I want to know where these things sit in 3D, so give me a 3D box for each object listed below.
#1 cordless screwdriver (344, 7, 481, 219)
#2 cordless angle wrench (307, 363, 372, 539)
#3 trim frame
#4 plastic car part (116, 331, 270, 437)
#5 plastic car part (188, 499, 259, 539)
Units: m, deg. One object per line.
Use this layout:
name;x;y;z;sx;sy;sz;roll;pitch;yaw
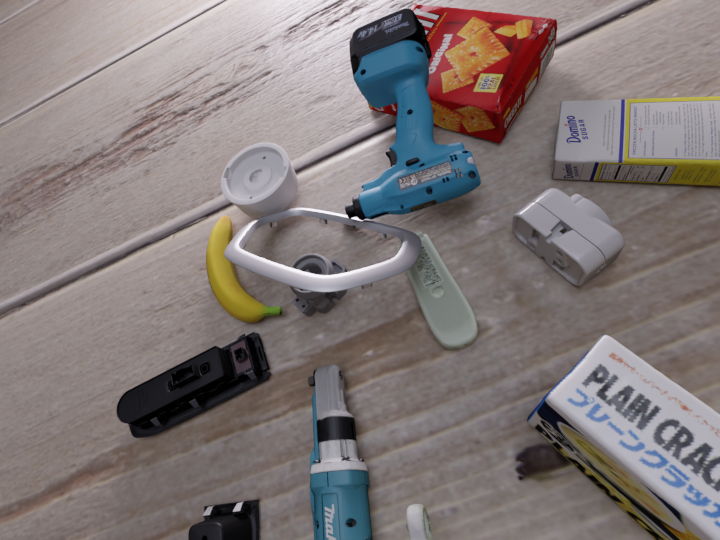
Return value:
cordless screwdriver;0.036;-0.188;0.532;0.163;0.071;0.255;-18;72;19
cordless angle wrench;-0.011;0.292;0.364;0.100;0.070;0.437;-20;56;20
trim frame;-0.050;-0.032;0.508;0.262;0.027;0.180;14;37;35
plastic car part;-0.215;0.144;0.521;0.204;0.064;0.069;-29;66;7
plastic car part;-0.140;0.293;0.410;0.067;0.067;0.120;-16;58;11
